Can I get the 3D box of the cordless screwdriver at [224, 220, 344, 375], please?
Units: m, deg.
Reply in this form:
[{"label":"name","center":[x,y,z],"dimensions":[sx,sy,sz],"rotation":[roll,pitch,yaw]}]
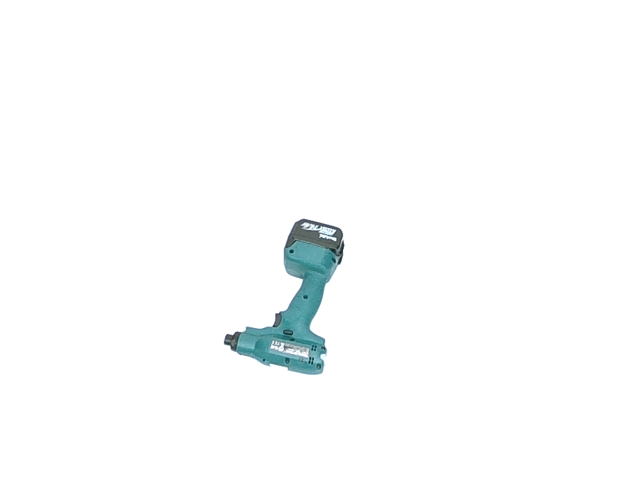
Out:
[{"label":"cordless screwdriver","center":[-0.049,0.087,0.703],"dimensions":[0.159,0.248,0.074],"rotation":[11,-29,6]}]
